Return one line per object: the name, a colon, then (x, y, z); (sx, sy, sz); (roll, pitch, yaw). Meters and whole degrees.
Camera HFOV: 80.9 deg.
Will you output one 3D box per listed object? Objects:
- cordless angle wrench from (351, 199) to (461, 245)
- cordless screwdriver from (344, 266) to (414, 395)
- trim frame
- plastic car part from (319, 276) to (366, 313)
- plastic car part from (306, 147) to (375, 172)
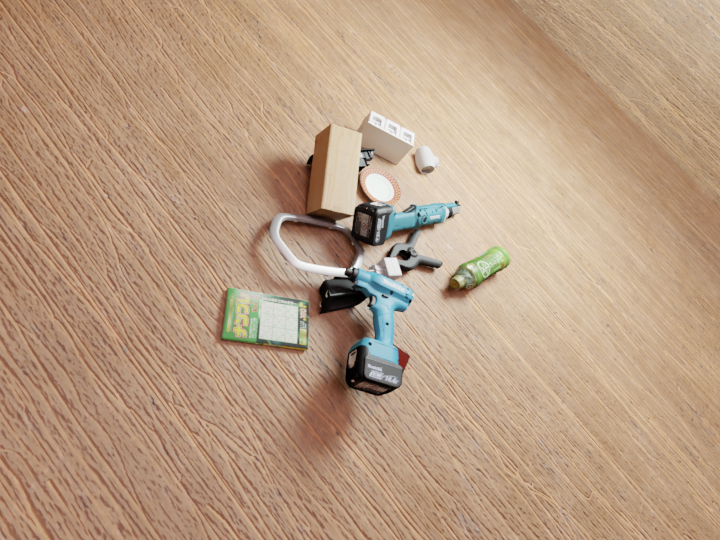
cordless angle wrench: (0.149, -0.144, 1.126); (0.079, 0.096, 0.406); (24, 27, 39)
cordless screwdriver: (0.020, 0.112, 0.859); (0.156, 0.075, 0.253); (23, 52, -13)
trim frame: (-0.096, -0.063, 0.978); (0.238, 0.027, 0.192); (6, 49, -28)
plastic car part: (-0.045, 0.045, 0.946); (0.112, 0.066, 0.074); (-9, 54, -36)
plastic car part: (-0.051, -0.286, 1.133); (0.195, 0.068, 0.068); (-8, 84, -31)
